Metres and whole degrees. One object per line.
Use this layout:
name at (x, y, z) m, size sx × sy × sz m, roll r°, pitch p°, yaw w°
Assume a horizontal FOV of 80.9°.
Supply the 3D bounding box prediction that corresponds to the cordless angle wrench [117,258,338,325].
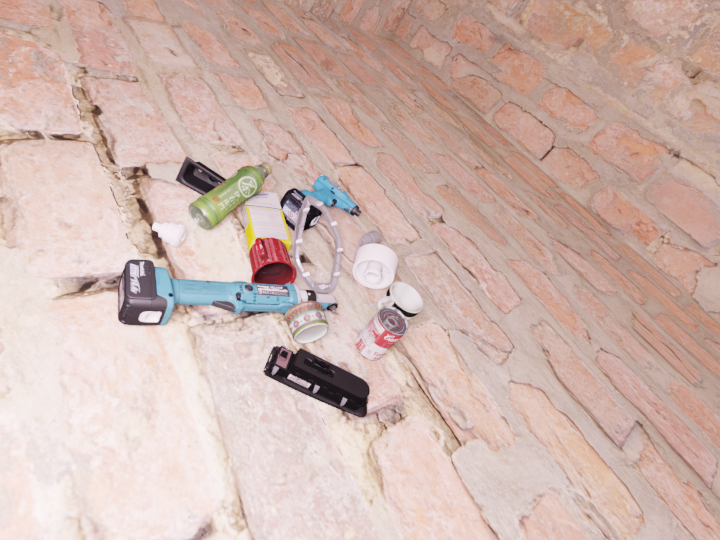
cordless angle wrench at (-0.221, 0.050, 0.796) m, size 0.403 × 0.074 × 0.102 m, roll 6°, pitch 45°, yaw -34°

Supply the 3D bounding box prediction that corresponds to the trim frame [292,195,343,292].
trim frame at (-0.094, -0.062, 0.965) m, size 0.174 × 0.028 × 0.254 m, roll 45°, pitch 38°, yaw -37°

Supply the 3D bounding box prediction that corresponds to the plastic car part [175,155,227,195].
plastic car part at (-0.367, -0.220, 1.010) m, size 0.114 × 0.066 × 0.072 m, roll 30°, pitch 23°, yaw -10°

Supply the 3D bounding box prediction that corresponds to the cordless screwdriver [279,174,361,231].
cordless screwdriver at (-0.102, -0.171, 1.125) m, size 0.162 × 0.074 × 0.245 m, roll 38°, pitch 33°, yaw 7°

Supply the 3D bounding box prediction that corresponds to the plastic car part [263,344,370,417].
plastic car part at (-0.066, 0.190, 0.756) m, size 0.200 × 0.067 × 0.067 m, roll 30°, pitch 30°, yaw -7°
